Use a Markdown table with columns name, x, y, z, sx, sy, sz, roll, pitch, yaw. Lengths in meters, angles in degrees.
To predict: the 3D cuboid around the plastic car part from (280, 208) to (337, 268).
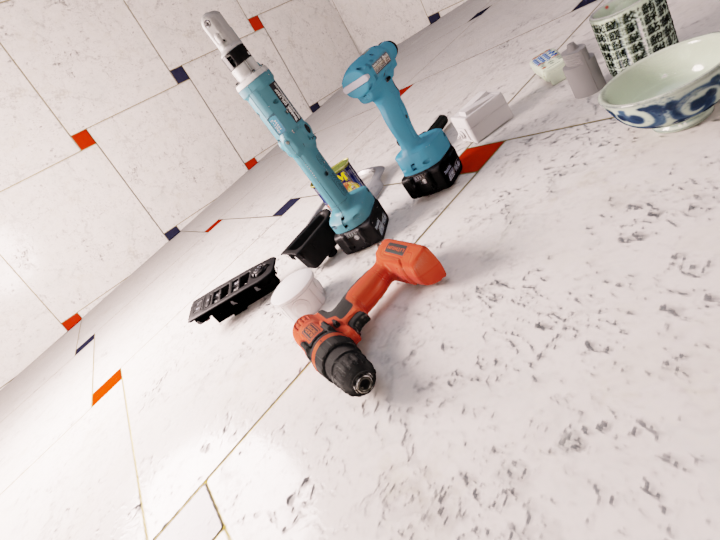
| name | x | y | z | sx | sy | sz | roll | pitch | yaw |
| --- | --- | --- | --- | --- | --- | --- | --- | --- | --- |
| plastic car part | -0.074 | -0.049 | 0.759 | 0.116 | 0.068 | 0.069 | -48 | 25 | -22 |

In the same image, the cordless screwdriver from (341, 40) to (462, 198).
| name | x | y | z | sx | sy | sz | roll | pitch | yaw |
| --- | --- | --- | --- | --- | --- | --- | --- | --- | --- |
| cordless screwdriver | 0.077 | -0.252 | 0.697 | 0.077 | 0.240 | 0.159 | -17 | 30 | 43 |

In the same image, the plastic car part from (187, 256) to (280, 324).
| name | x | y | z | sx | sy | sz | roll | pitch | yaw |
| --- | --- | --- | --- | --- | --- | --- | --- | --- | --- |
| plastic car part | -0.236 | 0.048 | 0.817 | 0.205 | 0.064 | 0.068 | -33 | 23 | 11 |

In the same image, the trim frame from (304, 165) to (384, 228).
| name | x | y | z | sx | sy | sz | roll | pitch | yaw |
| --- | --- | --- | --- | --- | --- | --- | --- | --- | --- |
| trim frame | -0.034 | -0.150 | 0.925 | 0.191 | 0.026 | 0.248 | -13 | 35 | 43 |

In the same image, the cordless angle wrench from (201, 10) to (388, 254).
| name | x | y | z | sx | sy | sz | roll | pitch | yaw |
| --- | --- | --- | --- | --- | --- | --- | --- | --- | --- |
| cordless angle wrench | -0.101 | -0.209 | 0.665 | 0.076 | 0.408 | 0.099 | -25 | 24 | 30 |
